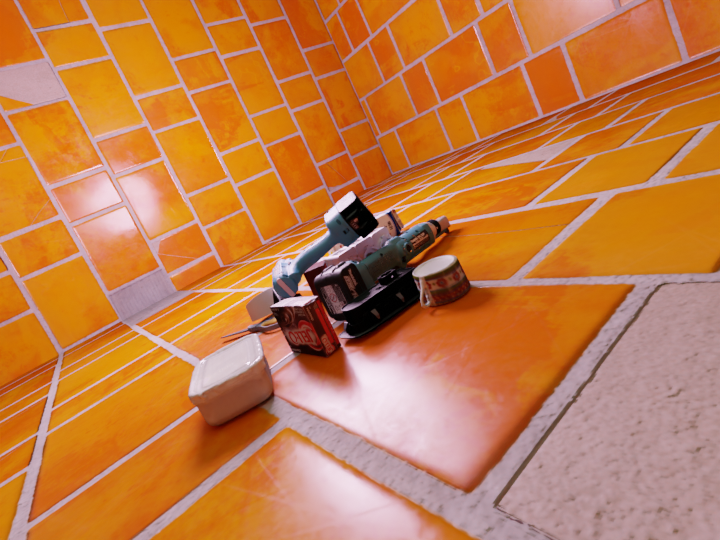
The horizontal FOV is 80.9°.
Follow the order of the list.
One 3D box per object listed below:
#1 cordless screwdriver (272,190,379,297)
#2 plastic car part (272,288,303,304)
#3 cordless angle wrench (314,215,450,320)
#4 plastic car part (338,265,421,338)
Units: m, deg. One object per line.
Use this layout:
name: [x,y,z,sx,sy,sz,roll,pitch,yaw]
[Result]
cordless screwdriver: [-0.086,-0.056,0.881,0.249,0.072,0.164,-42,21,4]
plastic car part: [-0.127,0.081,0.844,0.069,0.064,0.123,-15,24,-24]
cordless angle wrench: [0.078,-0.036,0.863,0.077,0.097,0.412,-20,10,45]
plastic car part: [0.044,0.043,0.689,0.199,0.065,0.069,-36,22,-27]
